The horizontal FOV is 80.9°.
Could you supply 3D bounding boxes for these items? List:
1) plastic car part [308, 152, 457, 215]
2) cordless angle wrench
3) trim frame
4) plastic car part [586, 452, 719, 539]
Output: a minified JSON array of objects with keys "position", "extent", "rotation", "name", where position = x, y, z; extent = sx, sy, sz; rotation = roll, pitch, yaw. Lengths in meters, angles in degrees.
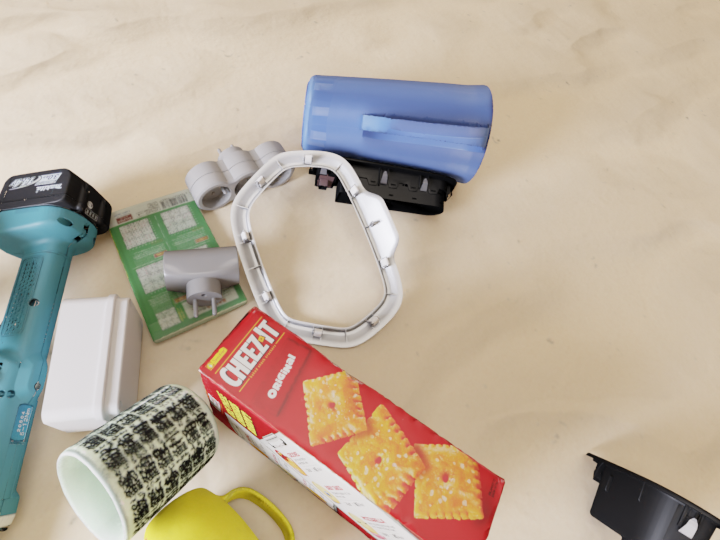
[{"position":[0.032,-0.110,0.567],"extent":[0.201,0.066,0.068],"rotation":[4,70,-7],"name":"plastic car part"},{"position":[-0.322,0.102,0.384],"extent":[0.099,0.071,0.434],"rotation":[-8,64,6],"name":"cordless angle wrench"},{"position":[-0.049,-0.032,0.497],"extent":[0.182,0.027,0.253],"rotation":[-19,77,-11],"name":"trim frame"},{"position":[0.254,0.226,0.382],"extent":[0.067,0.115,0.071],"rotation":[31,84,5],"name":"plastic car part"}]
